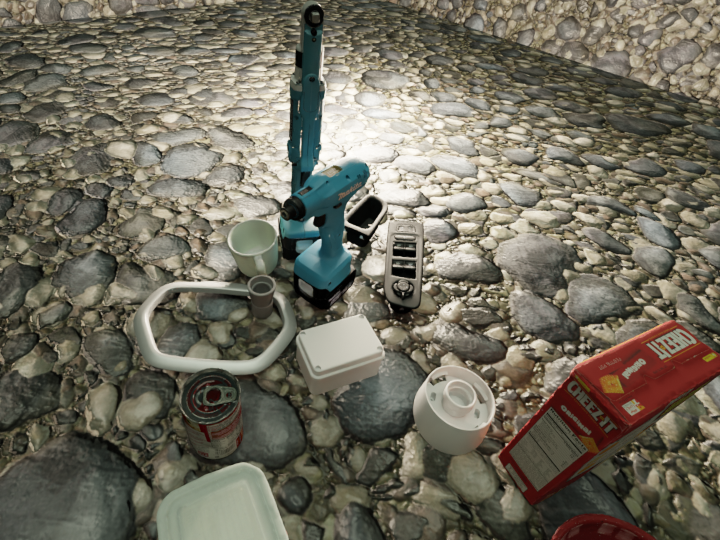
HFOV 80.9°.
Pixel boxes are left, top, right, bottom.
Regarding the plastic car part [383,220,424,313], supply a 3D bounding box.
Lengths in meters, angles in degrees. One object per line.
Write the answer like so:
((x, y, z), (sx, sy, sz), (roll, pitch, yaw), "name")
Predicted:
((0.074, -0.004, 0.747), (0.067, 0.065, 0.207), (8, 43, 0), "plastic car part")

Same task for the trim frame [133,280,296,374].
((-0.223, 0.080, 0.656), (0.247, 0.027, 0.190), (2, 43, -4), "trim frame")

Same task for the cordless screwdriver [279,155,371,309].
((-0.063, -0.041, 0.643), (0.078, 0.242, 0.156), (32, 48, 21), "cordless screwdriver")

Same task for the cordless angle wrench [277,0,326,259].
((-0.090, -0.196, 0.680), (0.073, 0.412, 0.102), (-4, 45, -15), "cordless angle wrench")

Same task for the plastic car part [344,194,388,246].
((0.010, -0.089, 0.828), (0.068, 0.069, 0.115), (24, 46, 16), "plastic car part")
